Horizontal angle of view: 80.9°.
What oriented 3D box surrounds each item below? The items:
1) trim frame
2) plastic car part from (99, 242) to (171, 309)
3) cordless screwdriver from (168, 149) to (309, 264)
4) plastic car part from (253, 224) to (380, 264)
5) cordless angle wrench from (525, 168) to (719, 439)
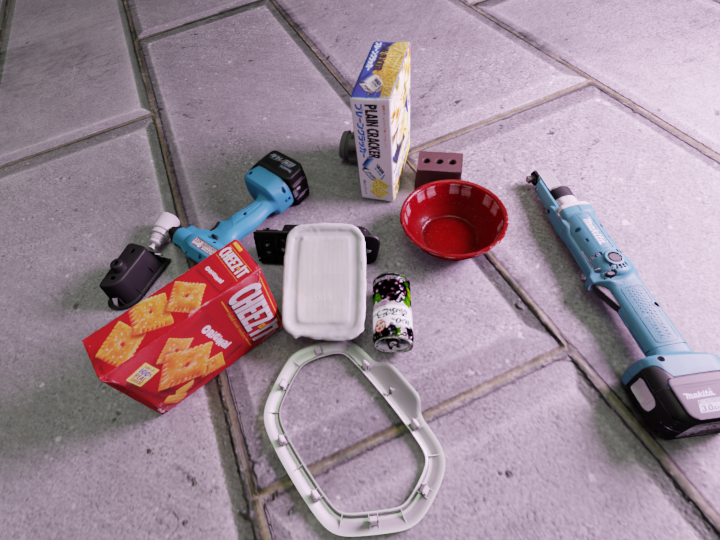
[{"bbox_3d":[-0.014,0.194,0.529,0.182,0.026,0.262,-33,54,-16],"label":"trim frame"},{"bbox_3d":[-0.384,0.002,0.703,0.068,0.068,0.117,11,54,16],"label":"plastic car part"},{"bbox_3d":[-0.216,-0.109,0.756,0.167,0.071,0.248,27,66,25],"label":"cordless screwdriver"},{"bbox_3d":[-0.068,-0.044,0.694,0.208,0.064,0.067,4,29,14],"label":"plastic car part"},{"bbox_3d":[0.341,-0.001,0.587,0.098,0.071,0.439,-11,51,0],"label":"cordless angle wrench"}]
